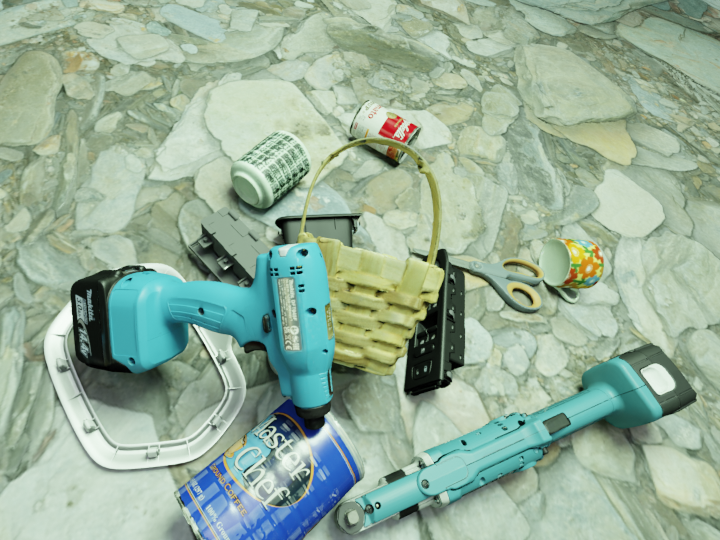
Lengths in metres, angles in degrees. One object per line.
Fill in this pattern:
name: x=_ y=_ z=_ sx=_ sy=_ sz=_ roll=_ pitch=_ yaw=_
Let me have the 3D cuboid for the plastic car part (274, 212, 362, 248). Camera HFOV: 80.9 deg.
plastic car part: x=-0.057 y=-0.037 z=0.581 sx=0.114 sy=0.066 sz=0.072 roll=-6 pitch=74 yaw=-12

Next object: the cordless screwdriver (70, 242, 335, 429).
cordless screwdriver: x=-0.144 y=0.063 z=0.394 sx=0.256 sy=0.073 sz=0.158 roll=-4 pitch=95 yaw=18

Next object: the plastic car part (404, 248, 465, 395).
plastic car part: x=0.105 y=0.060 z=0.543 sx=0.065 sy=0.066 sz=0.207 roll=18 pitch=54 yaw=-15

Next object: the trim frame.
trim frame: x=-0.237 y=0.093 z=0.472 sx=0.180 sy=0.027 sz=0.258 roll=-29 pitch=65 yaw=-28

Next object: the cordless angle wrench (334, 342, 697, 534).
cordless angle wrench: x=0.168 y=0.187 z=0.462 sx=0.414 sy=0.096 sz=0.077 roll=-16 pitch=63 yaw=-16
